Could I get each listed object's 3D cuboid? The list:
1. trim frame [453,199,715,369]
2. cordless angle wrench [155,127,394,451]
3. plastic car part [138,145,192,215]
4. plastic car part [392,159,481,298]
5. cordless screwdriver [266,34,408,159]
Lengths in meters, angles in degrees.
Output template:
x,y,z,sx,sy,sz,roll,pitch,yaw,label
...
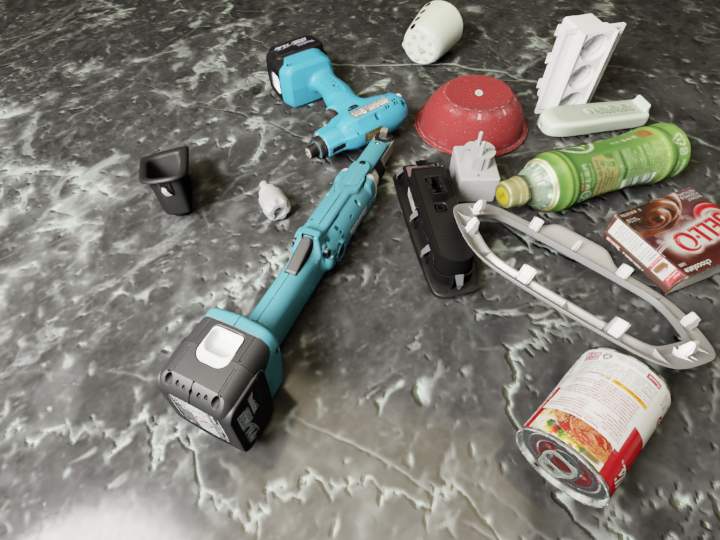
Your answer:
x,y,z,sx,sy,sz,roll,pitch,yaw,label
0.201,-0.001,0.401,0.258,0.027,0.179,32,32,19,trim frame
-0.045,-0.030,0.462,0.077,0.095,0.423,18,52,15,cordless angle wrench
-0.241,-0.107,0.544,0.065,0.068,0.123,-20,38,-11,plastic car part
0.091,-0.063,0.487,0.066,0.065,0.210,-3,54,-8,plastic car part
-0.067,-0.261,0.643,0.157,0.072,0.262,-31,57,-17,cordless screwdriver
